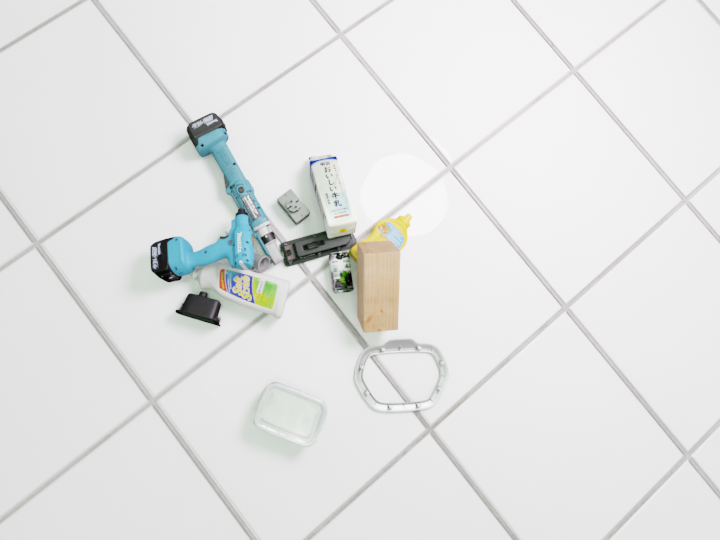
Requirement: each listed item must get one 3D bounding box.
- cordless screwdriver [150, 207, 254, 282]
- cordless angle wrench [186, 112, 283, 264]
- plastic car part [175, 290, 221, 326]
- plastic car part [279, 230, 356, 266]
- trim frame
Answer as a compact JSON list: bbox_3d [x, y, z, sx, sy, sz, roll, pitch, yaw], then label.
[{"bbox_3d":[-0.385,-0.063,1.042,0.251,0.071,0.164,-11,65,5],"label":"cordless screwdriver"},{"bbox_3d":[-0.313,-0.205,1.106,0.097,0.074,0.424,-29,88,-9],"label":"cordless angle wrench"},{"bbox_3d":[-0.400,0.090,1.067,0.117,0.065,0.071,19,67,0],"label":"plastic car part"},{"bbox_3d":[-0.108,-0.071,1.108,0.200,0.067,0.067,-15,79,-9],"label":"plastic car part"},{"bbox_3d":[0.108,0.269,1.093,0.247,0.027,0.186,-2,81,-3],"label":"trim frame"}]
